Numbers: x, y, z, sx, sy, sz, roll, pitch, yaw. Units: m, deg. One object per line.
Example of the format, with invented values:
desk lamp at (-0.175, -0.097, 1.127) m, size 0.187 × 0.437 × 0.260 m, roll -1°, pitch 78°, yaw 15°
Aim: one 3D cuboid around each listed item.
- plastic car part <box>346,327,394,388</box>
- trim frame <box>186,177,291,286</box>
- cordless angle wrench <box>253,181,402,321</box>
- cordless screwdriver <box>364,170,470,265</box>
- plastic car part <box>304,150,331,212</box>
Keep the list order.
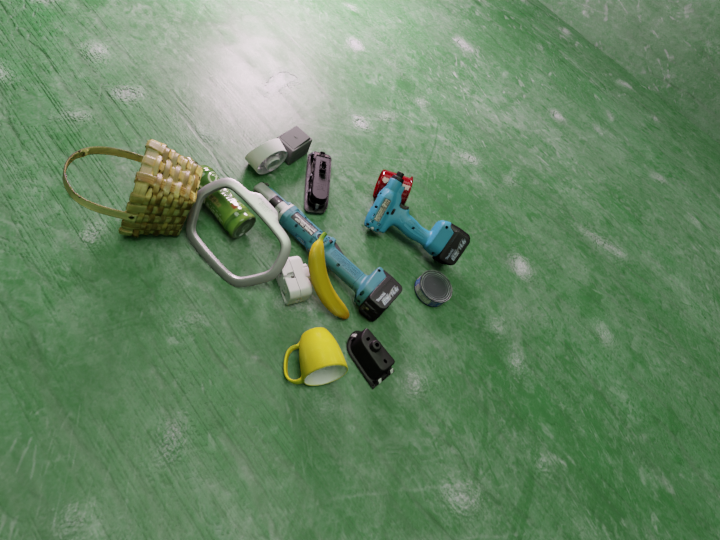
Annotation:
plastic car part at (0.025, 0.170, 0.869) m, size 0.064 × 0.071 × 0.119 m, roll -29°, pitch 76°, yaw -34°
trim frame at (-0.258, -0.079, 0.890) m, size 0.185 × 0.027 × 0.251 m, roll -44°, pitch 84°, yaw 7°
cordless angle wrench at (-0.095, -0.062, 0.975) m, size 0.433 × 0.074 × 0.096 m, roll 42°, pitch 55°, yaw 12°
cordless screwdriver at (0.151, -0.127, 1.051) m, size 0.249 × 0.074 × 0.159 m, roll 28°, pitch 95°, yaw -1°
plastic car part at (-0.103, -0.235, 1.086) m, size 0.064 × 0.068 × 0.208 m, roll 16°, pitch 58°, yaw -21°
